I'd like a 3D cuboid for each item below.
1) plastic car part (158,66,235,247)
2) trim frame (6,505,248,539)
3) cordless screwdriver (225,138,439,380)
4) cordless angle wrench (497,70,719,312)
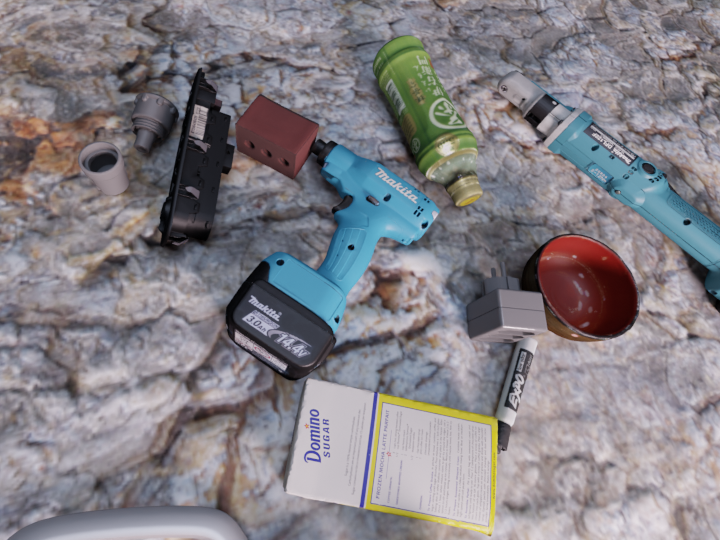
[{"bbox_3d":[-0.174,-0.113,0.455,0.064,0.068,0.207,20,61,-32],"label":"plastic car part"},{"bbox_3d":[-0.179,0.276,0.303,0.244,0.027,0.189,0,66,-11],"label":"trim frame"},{"bbox_3d":[-0.042,-0.027,0.430,0.161,0.074,0.247,36,62,6],"label":"cordless screwdriver"},{"bbox_3d":[0.342,-0.112,0.530,0.097,0.073,0.434,-39,76,-22],"label":"cordless angle wrench"}]
